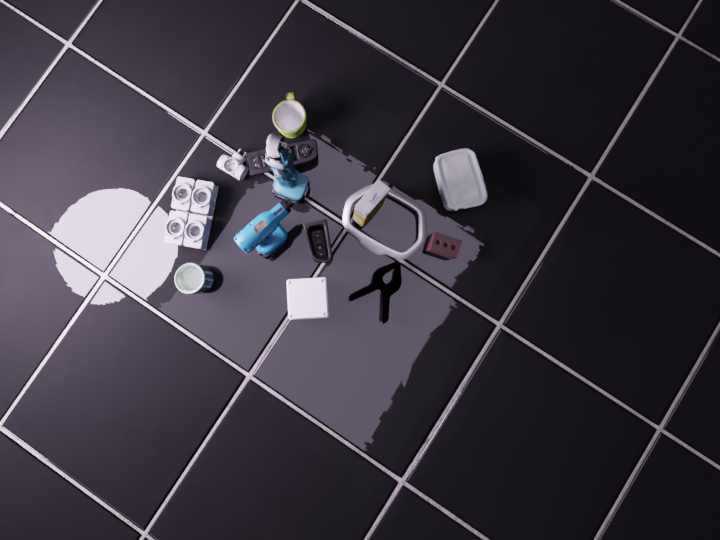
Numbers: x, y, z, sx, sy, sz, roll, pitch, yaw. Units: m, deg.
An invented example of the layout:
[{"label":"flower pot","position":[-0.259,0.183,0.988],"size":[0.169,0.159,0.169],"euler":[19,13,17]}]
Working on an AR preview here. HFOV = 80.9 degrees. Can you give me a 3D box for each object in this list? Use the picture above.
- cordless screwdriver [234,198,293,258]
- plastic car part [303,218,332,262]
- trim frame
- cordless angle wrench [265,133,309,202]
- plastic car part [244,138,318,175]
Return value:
[{"label":"cordless screwdriver","position":[-0.227,-0.105,1.080],"size":[0.159,0.248,0.074],"euler":[-42,91,-4]},{"label":"plastic car part","position":[-0.114,-0.074,1.164],"size":[0.066,0.071,0.117],"euler":[-12,86,-3]},{"label":"trim frame","position":[0.069,-0.136,1.188],"size":[0.250,0.027,0.184],"euler":[29,86,3]},{"label":"cordless angle wrench","position":[-0.182,-0.241,1.005],"size":[0.098,0.422,0.074],"euler":[22,87,-3]},{"label":"plastic car part","position":[-0.216,-0.316,1.190],"size":[0.203,0.067,0.067],"euler":[-15,87,-1]}]
